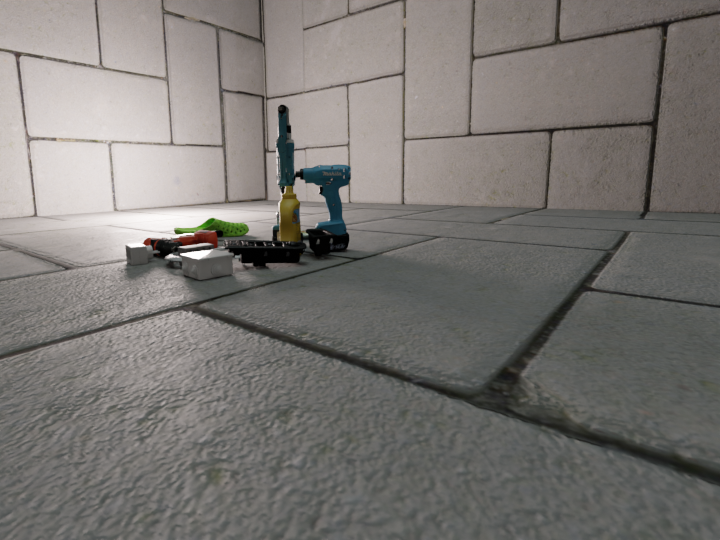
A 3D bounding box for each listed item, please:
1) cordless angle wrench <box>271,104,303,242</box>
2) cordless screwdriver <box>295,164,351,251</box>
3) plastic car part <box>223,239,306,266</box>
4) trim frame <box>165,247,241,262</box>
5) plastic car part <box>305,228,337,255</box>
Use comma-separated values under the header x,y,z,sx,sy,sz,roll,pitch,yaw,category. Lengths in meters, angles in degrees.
x,y,z,sx,sy,sz,roll,pitch,yaw,category
-0.223,-0.274,1.262,0.076,0.418,0.097,2,9,12,cordless angle wrench
-0.107,-0.180,1.226,0.159,0.246,0.075,-1,9,-1,cordless screwdriver
-0.228,-0.043,1.031,0.198,0.066,0.069,-4,11,-16,plastic car part
-0.386,-0.039,1.113,0.238,0.027,0.194,-12,17,-42,trim frame
-0.112,-0.074,1.150,0.064,0.070,0.121,-4,12,-20,plastic car part
